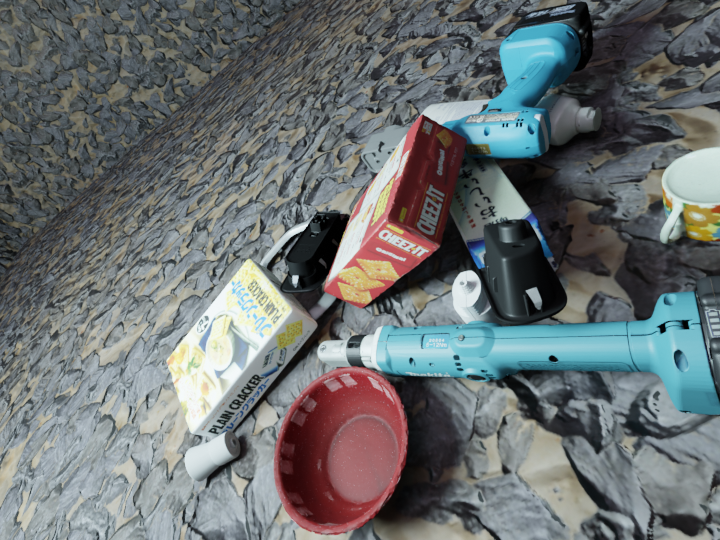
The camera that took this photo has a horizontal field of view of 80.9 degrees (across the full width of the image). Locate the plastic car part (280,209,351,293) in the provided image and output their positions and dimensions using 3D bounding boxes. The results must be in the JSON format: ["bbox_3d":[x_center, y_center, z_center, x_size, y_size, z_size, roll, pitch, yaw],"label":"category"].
[{"bbox_3d":[-0.063,-0.041,0.644,0.068,0.065,0.204,7,41,14],"label":"plastic car part"}]

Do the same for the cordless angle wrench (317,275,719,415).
[{"bbox_3d":[0.117,0.079,0.410,0.440,0.093,0.075,-10,52,39],"label":"cordless angle wrench"}]

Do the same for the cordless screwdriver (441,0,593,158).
[{"bbox_3d":[0.190,-0.239,0.551,0.168,0.070,0.248,12,59,42],"label":"cordless screwdriver"}]

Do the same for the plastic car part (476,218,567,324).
[{"bbox_3d":[0.136,-0.011,0.369,0.067,0.069,0.116,-12,16,15],"label":"plastic car part"}]

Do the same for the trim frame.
[{"bbox_3d":[-0.106,0.004,0.716,0.186,0.026,0.259,-33,38,15],"label":"trim frame"}]
